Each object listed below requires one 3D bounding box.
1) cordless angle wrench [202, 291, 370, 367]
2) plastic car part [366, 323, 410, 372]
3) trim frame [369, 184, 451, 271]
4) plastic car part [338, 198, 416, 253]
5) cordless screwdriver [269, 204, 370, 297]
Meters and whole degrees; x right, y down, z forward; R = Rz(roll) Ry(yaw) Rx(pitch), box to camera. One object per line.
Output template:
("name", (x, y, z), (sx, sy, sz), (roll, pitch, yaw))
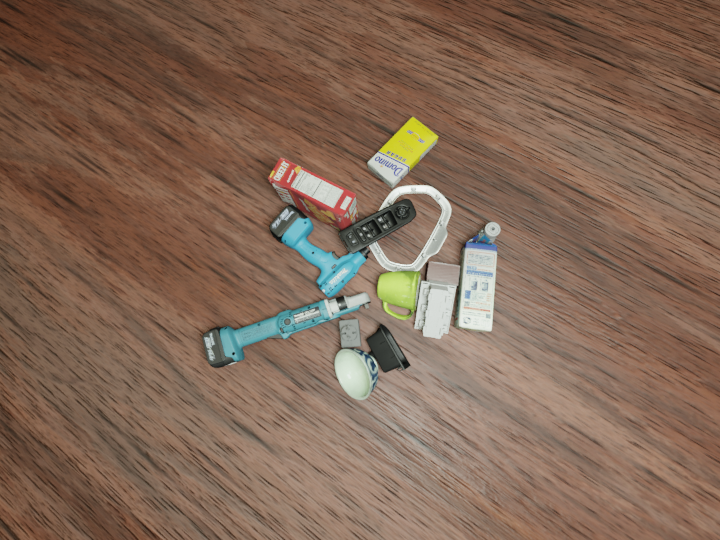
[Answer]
("cordless angle wrench", (-0.179, 0.133, 1.059), (0.424, 0.073, 0.100), (-19, 77, 1))
("plastic car part", (0.058, 0.196, 1.016), (0.071, 0.063, 0.120), (-38, 72, 12))
("trim frame", (0.127, -0.111, 1.089), (0.189, 0.027, 0.248), (29, 81, 13))
("plastic car part", (0.048, -0.106, 1.054), (0.202, 0.065, 0.069), (-30, 69, -4))
("cordless screwdriver", (-0.107, -0.070, 1.092), (0.159, 0.073, 0.254), (-44, 79, -4))
